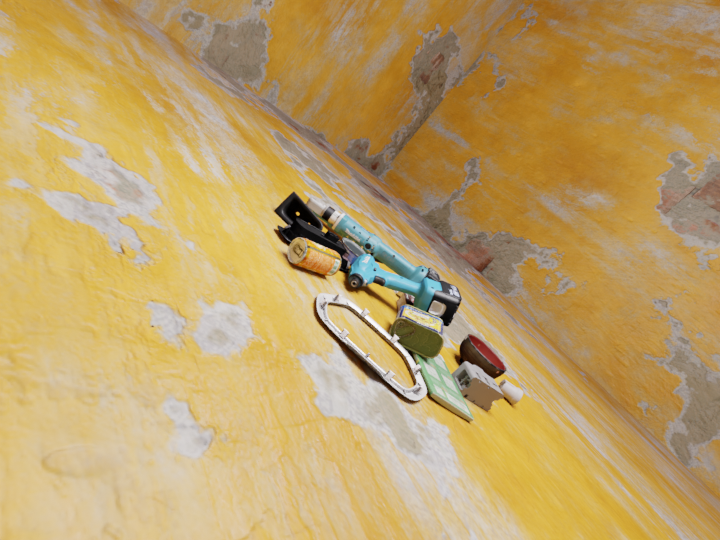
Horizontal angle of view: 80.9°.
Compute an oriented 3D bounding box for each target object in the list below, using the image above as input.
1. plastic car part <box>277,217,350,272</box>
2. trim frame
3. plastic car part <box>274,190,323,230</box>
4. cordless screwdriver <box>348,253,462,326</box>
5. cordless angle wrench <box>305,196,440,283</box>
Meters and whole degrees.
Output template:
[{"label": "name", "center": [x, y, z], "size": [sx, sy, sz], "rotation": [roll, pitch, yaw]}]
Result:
[{"label": "plastic car part", "center": [-0.091, -0.059, 0.930], "size": [0.192, 0.067, 0.069], "rotation": [23, 31, -38]}, {"label": "trim frame", "center": [0.021, 0.124, 0.737], "size": [0.252, 0.028, 0.181], "rotation": [43, 17, 5]}, {"label": "plastic car part", "center": [-0.136, -0.120, 1.005], "size": [0.119, 0.066, 0.069], "rotation": [46, 2, 9]}, {"label": "cordless screwdriver", "center": [0.092, 0.043, 0.940], "size": [0.253, 0.074, 0.158], "rotation": [22, 19, 7]}, {"label": "cordless angle wrench", "center": [0.025, -0.070, 1.163], "size": [0.427, 0.098, 0.073], "rotation": [37, 19, 4]}]
